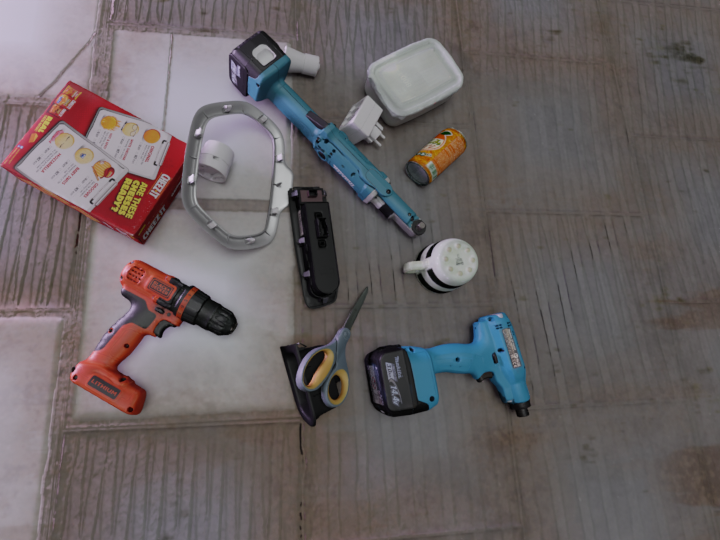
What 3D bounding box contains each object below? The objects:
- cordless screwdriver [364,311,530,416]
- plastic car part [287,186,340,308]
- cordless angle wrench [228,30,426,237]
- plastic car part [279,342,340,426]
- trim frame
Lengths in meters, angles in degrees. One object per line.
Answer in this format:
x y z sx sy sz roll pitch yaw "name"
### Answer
0.140 0.167 0.642 0.243 0.075 0.162 -11 79 -16 "cordless screwdriver"
-0.066 -0.043 0.670 0.064 0.069 0.205 -2 79 -29 "plastic car part"
-0.047 -0.211 0.707 0.423 0.099 0.074 46 73 0 "cordless angle wrench"
-0.065 0.157 0.624 0.069 0.067 0.118 -16 83 -29 "plastic car part"
-0.186 -0.154 0.664 0.174 0.028 0.252 15 69 -40 "trim frame"
